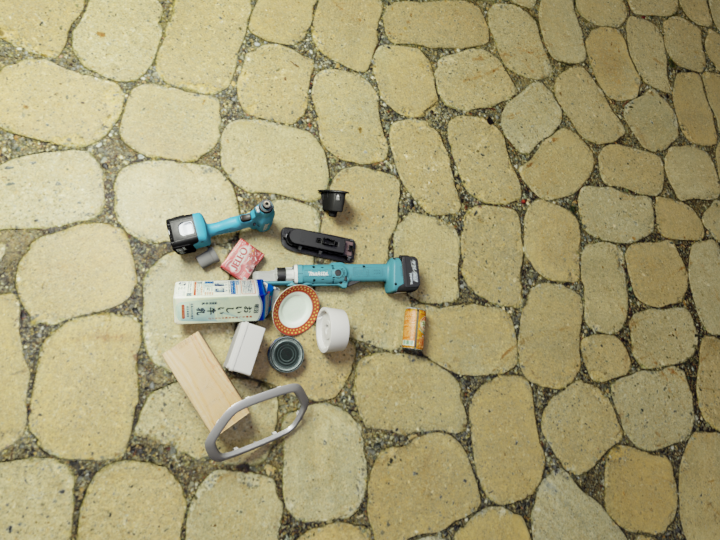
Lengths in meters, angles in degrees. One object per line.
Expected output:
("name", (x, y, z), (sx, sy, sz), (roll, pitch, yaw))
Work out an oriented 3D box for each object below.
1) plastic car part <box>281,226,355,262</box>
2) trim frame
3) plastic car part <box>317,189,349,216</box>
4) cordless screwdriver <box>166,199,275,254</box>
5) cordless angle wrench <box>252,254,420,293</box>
("plastic car part", (-0.107, -0.070, 1.092), (0.200, 0.068, 0.067), (11, 83, -9))
("trim frame", (-0.216, 0.327, 0.911), (0.238, 0.181, 0.029), (-11, 34, -39))
("plastic car part", (-0.072, -0.177, 1.106), (0.064, 0.120, 0.070), (3, 101, -17))
("cordless screwdriver", (-0.323, -0.111, 0.994), (0.244, 0.161, 0.075), (-15, 84, -16))
("cordless angle wrench", (-0.061, 0.012, 1.077), (0.415, 0.075, 0.099), (-1, 79, -12))
